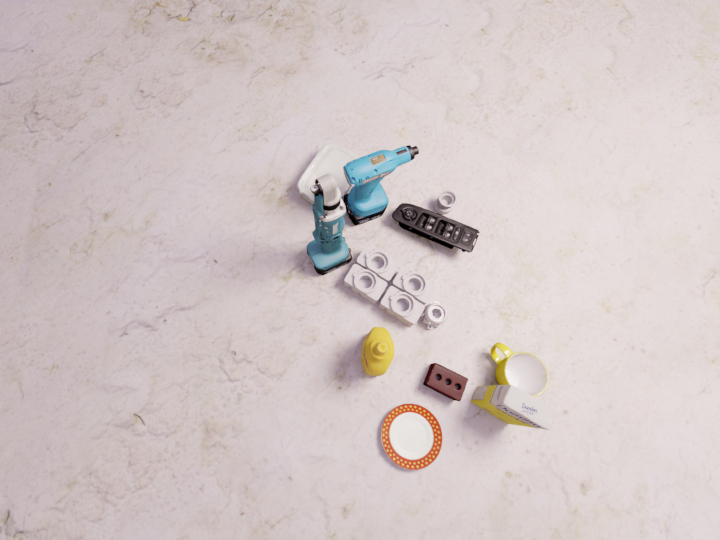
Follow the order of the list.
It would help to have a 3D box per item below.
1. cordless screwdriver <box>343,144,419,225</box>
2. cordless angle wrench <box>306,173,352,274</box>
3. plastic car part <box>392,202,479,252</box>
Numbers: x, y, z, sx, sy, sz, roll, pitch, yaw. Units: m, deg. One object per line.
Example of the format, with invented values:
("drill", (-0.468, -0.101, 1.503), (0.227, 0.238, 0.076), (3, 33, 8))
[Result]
("cordless screwdriver", (0.039, -0.195, 0.960), (0.158, 0.245, 0.076), (-22, 77, -8))
("cordless angle wrench", (-0.063, -0.086, 0.839), (0.097, 0.416, 0.076), (-26, 78, -10))
("plastic car part", (0.174, -0.103, 1.020), (0.207, 0.066, 0.066), (26, 75, 9))
